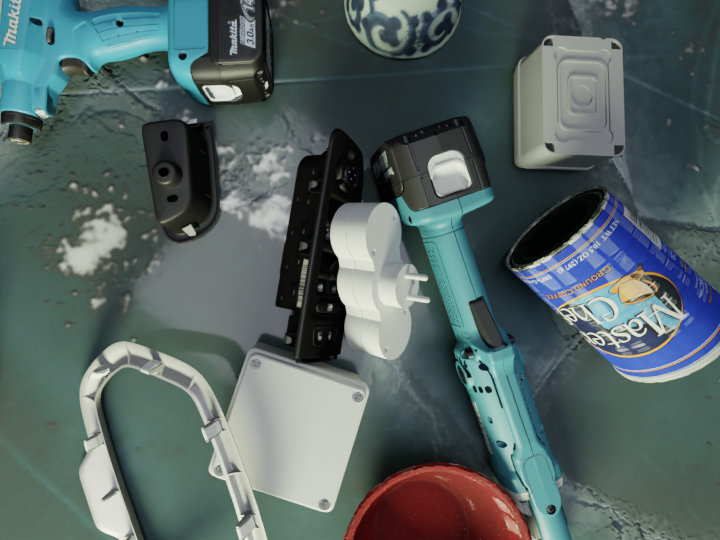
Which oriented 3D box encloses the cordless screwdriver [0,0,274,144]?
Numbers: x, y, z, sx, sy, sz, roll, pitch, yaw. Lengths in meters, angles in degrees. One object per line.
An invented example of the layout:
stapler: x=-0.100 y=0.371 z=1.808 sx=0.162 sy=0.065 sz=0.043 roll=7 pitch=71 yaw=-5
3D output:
cordless screwdriver: x=-0.207 y=-0.190 z=0.388 sx=0.249 sy=0.074 sz=0.160 roll=3 pitch=85 yaw=1

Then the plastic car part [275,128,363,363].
plastic car part: x=-0.038 y=-0.025 z=0.387 sx=0.071 sy=0.063 sz=0.203 roll=9 pitch=87 yaw=41

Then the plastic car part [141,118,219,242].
plastic car part: x=-0.166 y=-0.088 z=0.382 sx=0.066 sy=0.070 sz=0.117 roll=-8 pitch=84 yaw=-4

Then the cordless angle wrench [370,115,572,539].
cordless angle wrench: x=0.115 y=0.082 z=0.375 sx=0.074 sy=0.099 sz=0.422 roll=-19 pitch=91 yaw=-6

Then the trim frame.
trim frame: x=-0.165 y=0.179 z=0.350 sx=0.189 sy=0.027 sz=0.249 roll=-21 pitch=89 yaw=26
